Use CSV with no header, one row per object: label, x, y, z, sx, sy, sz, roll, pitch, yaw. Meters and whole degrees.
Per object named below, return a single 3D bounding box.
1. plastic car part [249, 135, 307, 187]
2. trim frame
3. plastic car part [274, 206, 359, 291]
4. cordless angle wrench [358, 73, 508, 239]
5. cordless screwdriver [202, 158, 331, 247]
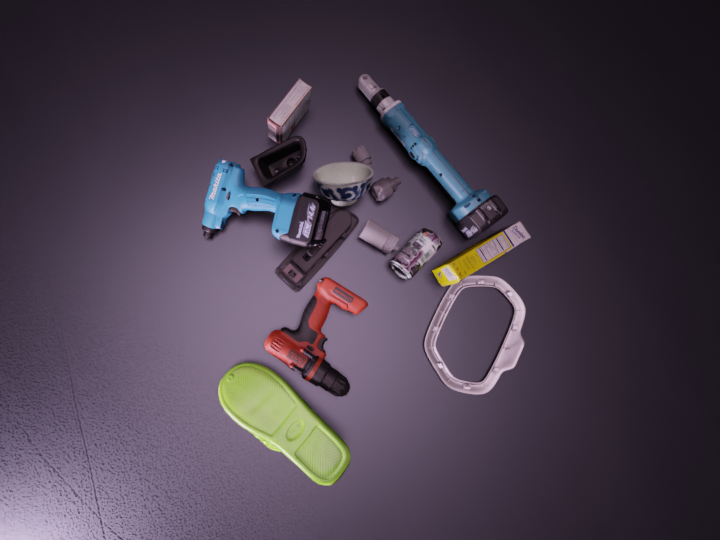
plastic car part,-0.155,-0.222,0.868,0.117,0.070,0.066,-26,88,6
trim frame,0.237,0.125,0.854,0.184,0.027,0.249,30,77,1
plastic car part,-0.083,-0.054,0.849,0.067,0.066,0.202,40,76,8
cordless angle wrench,0.130,-0.256,0.890,0.074,0.097,0.430,-36,81,-8
cordless screwdriver,-0.191,-0.104,0.810,0.257,0.072,0.158,22,98,16
